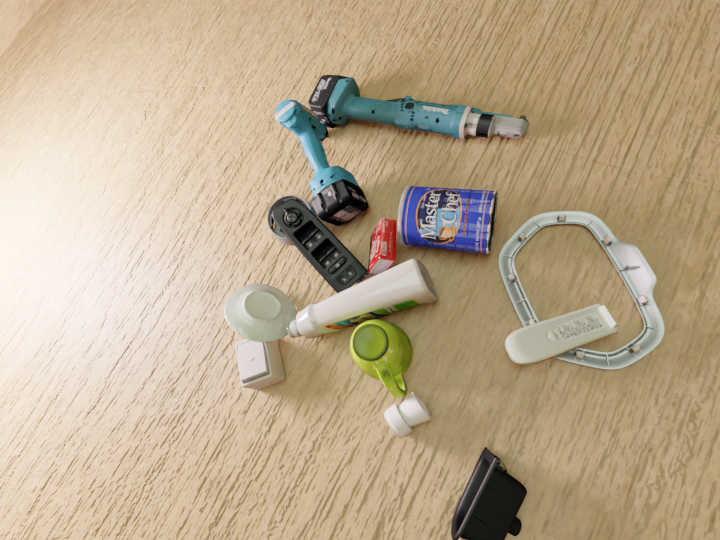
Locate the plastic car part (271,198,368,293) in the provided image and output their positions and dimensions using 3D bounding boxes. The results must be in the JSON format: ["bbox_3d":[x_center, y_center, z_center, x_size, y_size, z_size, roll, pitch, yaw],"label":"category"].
[{"bbox_3d":[-0.075,-0.049,0.772,0.066,0.066,0.205,-44,85,8],"label":"plastic car part"}]

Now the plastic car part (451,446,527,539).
[{"bbox_3d":[0.172,0.304,0.545,0.073,0.064,0.117,24,82,13],"label":"plastic car part"}]

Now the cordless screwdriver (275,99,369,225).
[{"bbox_3d":[-0.068,-0.210,0.828,0.076,0.152,0.255,-32,74,22],"label":"cordless screwdriver"}]

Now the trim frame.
[{"bbox_3d":[0.317,0.019,0.621,0.187,0.026,0.257,-20,61,12],"label":"trim frame"}]

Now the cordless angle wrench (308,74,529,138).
[{"bbox_3d":[0.099,-0.306,0.826,0.442,0.071,0.098,19,77,25],"label":"cordless angle wrench"}]
